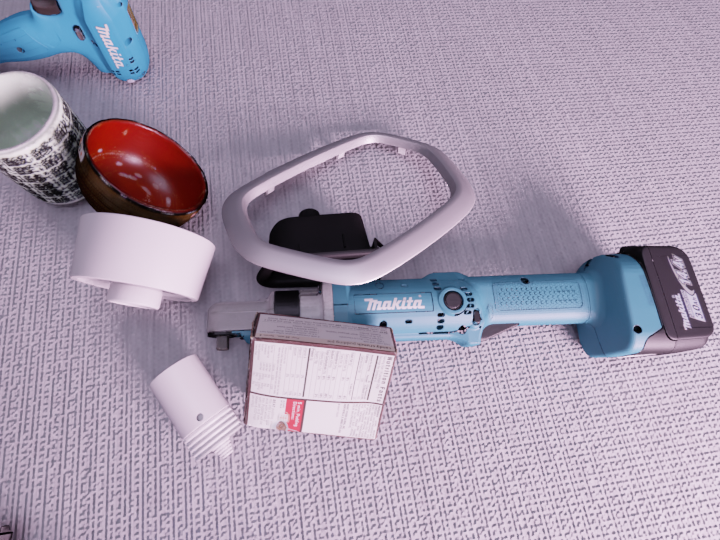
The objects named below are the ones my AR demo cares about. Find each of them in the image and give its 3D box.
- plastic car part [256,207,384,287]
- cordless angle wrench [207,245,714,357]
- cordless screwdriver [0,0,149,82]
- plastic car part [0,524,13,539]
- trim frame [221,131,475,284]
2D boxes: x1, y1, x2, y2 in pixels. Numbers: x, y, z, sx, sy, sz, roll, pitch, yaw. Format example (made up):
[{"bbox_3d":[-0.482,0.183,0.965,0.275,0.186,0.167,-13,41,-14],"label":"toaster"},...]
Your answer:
[{"bbox_3d":[-0.039,-0.025,0.398,0.116,0.064,0.073,0,60,-4],"label":"plastic car part"},{"bbox_3d":[0.077,0.034,0.381,0.421,0.073,0.100,-2,72,-3],"label":"cordless angle wrench"},{"bbox_3d":[-0.346,-0.241,0.397,0.246,0.157,0.076,-7,74,-7],"label":"cordless screwdriver"},{"bbox_3d":[-0.292,0.275,0.259,0.069,0.062,0.207,-14,64,28],"label":"plastic car part"},{"bbox_3d":[-0.008,-0.071,0.395,0.244,0.027,0.194,-36,56,-29],"label":"trim frame"}]
